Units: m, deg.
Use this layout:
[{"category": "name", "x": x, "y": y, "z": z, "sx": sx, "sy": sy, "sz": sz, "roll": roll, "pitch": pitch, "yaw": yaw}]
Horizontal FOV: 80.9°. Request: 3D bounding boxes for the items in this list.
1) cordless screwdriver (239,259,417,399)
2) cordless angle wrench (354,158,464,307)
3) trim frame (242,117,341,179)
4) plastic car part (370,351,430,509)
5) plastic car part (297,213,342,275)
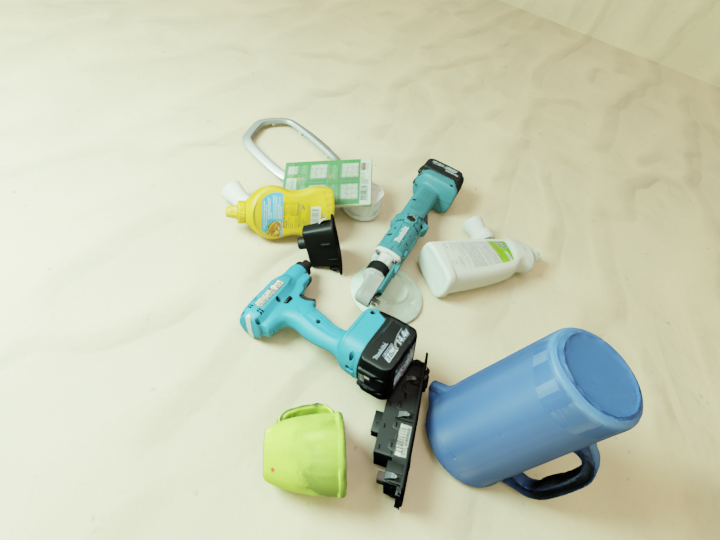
[{"category": "cordless screwdriver", "x": -0.039, "y": 0.070, "z": 0.629, "sx": 0.259, "sy": 0.072, "sz": 0.158, "roll": 20, "pitch": 47, "yaw": 23}, {"category": "cordless angle wrench", "x": 0.089, "y": -0.080, "z": 0.801, "sx": 0.100, "sy": 0.073, "sz": 0.420, "roll": 28, "pitch": 47, "yaw": 8}, {"category": "trim frame", "x": -0.152, "y": -0.272, "z": 0.950, "sx": 0.180, "sy": 0.027, "sz": 0.259, "roll": -32, "pitch": 62, "yaw": -32}, {"category": "plastic car part", "x": 0.055, "y": 0.202, "z": 0.577, "sx": 0.070, "sy": 0.063, "sz": 0.204, "roll": 6, "pitch": 46, "yaw": 22}, {"category": "plastic car part", "x": -0.071, "y": -0.047, "z": 0.730, "sx": 0.071, "sy": 0.111, "sz": 0.068, "roll": -10, "pitch": 51, "yaw": 5}]
